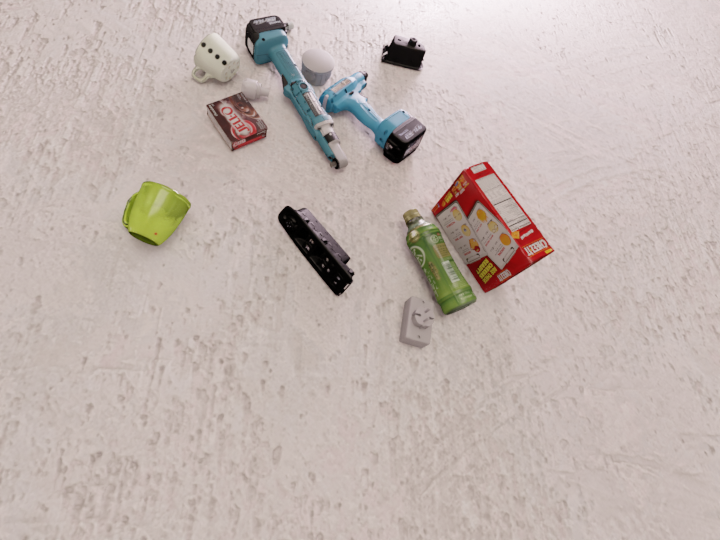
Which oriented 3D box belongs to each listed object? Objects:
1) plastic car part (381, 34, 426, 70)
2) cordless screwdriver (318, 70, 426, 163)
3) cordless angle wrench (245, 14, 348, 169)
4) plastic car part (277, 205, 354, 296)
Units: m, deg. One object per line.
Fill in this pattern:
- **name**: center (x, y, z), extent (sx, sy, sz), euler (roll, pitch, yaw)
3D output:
- **plastic car part**: center (0.121, -0.581, 1.112), extent (0.116, 0.070, 0.067), euler (12, 65, -4)
- **cordless screwdriver**: center (0.040, -0.374, 0.995), extent (0.255, 0.073, 0.157), euler (39, 63, 12)
- **cordless angle wrench**: center (-0.139, -0.408, 0.977), extent (0.096, 0.074, 0.434), euler (-24, 74, -22)
- **plastic car part**: center (-0.080, -0.052, 0.819), extent (0.207, 0.066, 0.066), euler (46, 54, 11)
